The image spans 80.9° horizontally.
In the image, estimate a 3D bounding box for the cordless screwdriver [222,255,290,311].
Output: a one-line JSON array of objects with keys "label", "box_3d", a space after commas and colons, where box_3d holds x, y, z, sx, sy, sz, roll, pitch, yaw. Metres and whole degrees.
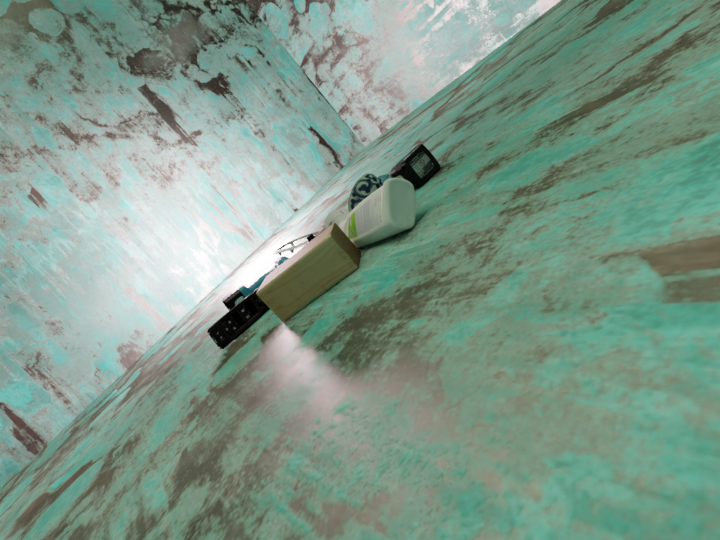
[{"label": "cordless screwdriver", "box_3d": [-0.307, 0.043, 1.307, 0.246, 0.073, 0.164, -41, 14, -16]}]

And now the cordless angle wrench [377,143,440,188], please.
[{"label": "cordless angle wrench", "box_3d": [0.066, -0.242, 1.204, 0.097, 0.073, 0.434, -45, 13, -18]}]

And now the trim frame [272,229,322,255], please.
[{"label": "trim frame", "box_3d": [-0.189, -0.094, 1.396, 0.180, 0.027, 0.258, -35, 15, -38]}]

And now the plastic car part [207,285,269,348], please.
[{"label": "plastic car part", "box_3d": [-0.304, 0.120, 1.121, 0.203, 0.068, 0.065, -41, -14, 5]}]

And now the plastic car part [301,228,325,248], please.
[{"label": "plastic car part", "box_3d": [-0.114, -0.075, 1.166, 0.117, 0.070, 0.067, -37, 11, 3]}]
